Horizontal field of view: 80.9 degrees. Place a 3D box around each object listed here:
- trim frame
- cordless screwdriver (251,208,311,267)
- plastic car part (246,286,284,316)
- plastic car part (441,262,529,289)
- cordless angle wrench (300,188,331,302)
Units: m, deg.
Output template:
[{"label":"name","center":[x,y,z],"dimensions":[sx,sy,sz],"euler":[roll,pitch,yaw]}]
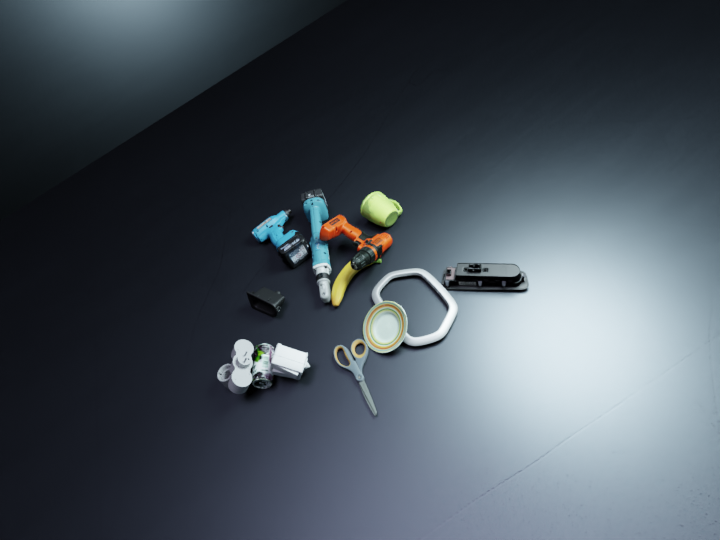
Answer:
[{"label":"trim frame","center":[0.132,0.087,1.084],"dimensions":[0.183,0.026,0.262],"euler":[-32,47,-5]},{"label":"cordless screwdriver","center":[-0.247,-0.119,1.408],"dimensions":[0.158,0.071,0.263],"euler":[-41,43,-13]},{"label":"plastic car part","center":[-0.270,0.086,1.253],"dimensions":[0.122,0.063,0.070],"euler":[16,44,30]},{"label":"plastic car part","center":[0.306,0.008,1.051],"dimensions":[0.211,0.064,0.067],"euler":[4,46,24]},{"label":"cordless angle wrench","center":[-0.128,-0.084,1.312],"dimensions":[0.075,0.093,0.439],"euler":[-16,50,6]}]
